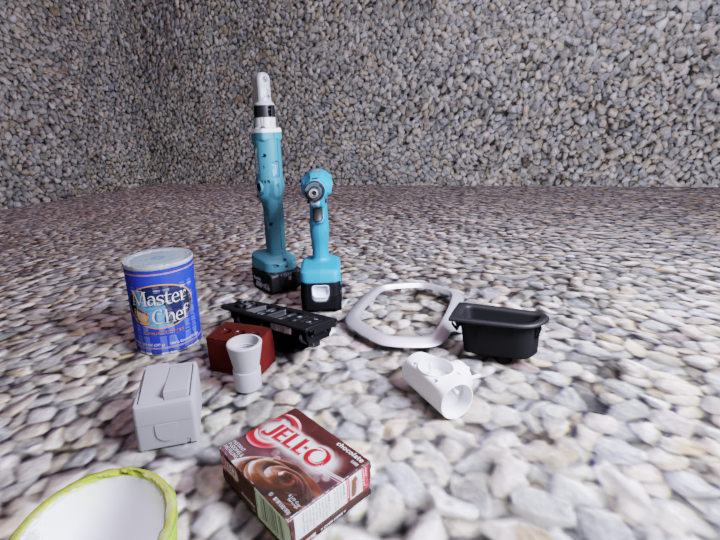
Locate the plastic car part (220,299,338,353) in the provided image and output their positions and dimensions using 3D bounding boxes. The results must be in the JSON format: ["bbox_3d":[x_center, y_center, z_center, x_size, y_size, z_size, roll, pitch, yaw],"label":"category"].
[{"bbox_3d":[-0.129,0.082,0.635,0.214,0.066,0.064,12,21,37],"label":"plastic car part"}]

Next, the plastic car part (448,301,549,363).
[{"bbox_3d":[0.184,0.088,0.567,0.122,0.070,0.064,7,19,28],"label":"plastic car part"}]

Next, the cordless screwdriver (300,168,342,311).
[{"bbox_3d":[-0.072,-0.047,0.733,0.074,0.244,0.162,-2,16,-2],"label":"cordless screwdriver"}]

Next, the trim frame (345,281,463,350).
[{"bbox_3d":[0.081,0.069,0.708,0.191,0.027,0.243,5,20,23],"label":"trim frame"}]

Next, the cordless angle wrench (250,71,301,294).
[{"bbox_3d":[-0.179,-0.166,0.835,0.071,0.416,0.103,-14,19,-38],"label":"cordless angle wrench"}]
